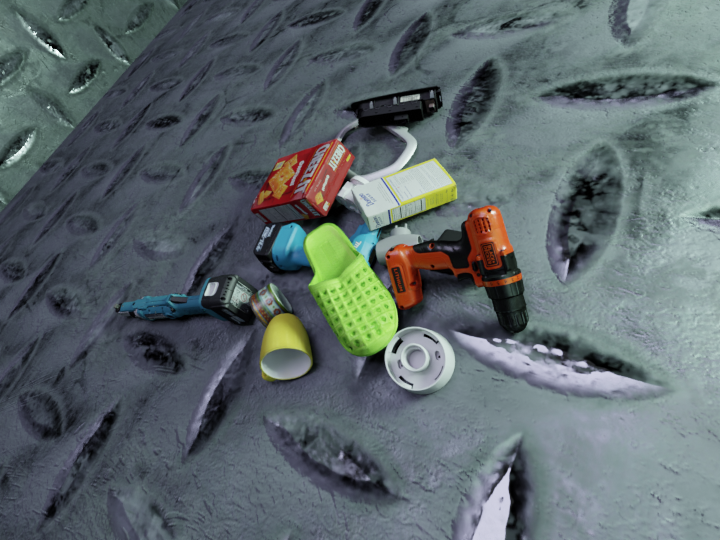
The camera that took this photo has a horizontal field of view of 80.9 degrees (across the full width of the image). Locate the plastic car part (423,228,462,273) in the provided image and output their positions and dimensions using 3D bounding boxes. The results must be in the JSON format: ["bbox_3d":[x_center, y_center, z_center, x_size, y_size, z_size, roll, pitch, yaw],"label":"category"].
[{"bbox_3d":[0.173,-0.035,0.692,0.122,0.063,0.071,10,49,32],"label":"plastic car part"}]

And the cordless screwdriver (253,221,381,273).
[{"bbox_3d":[-0.083,-0.054,0.847,0.261,0.070,0.160,9,62,31],"label":"cordless screwdriver"}]

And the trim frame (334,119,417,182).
[{"bbox_3d":[0.021,-0.283,0.974,0.184,0.026,0.263,-41,46,0],"label":"trim frame"}]

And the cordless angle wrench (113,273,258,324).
[{"bbox_3d":[-0.417,0.078,0.949,0.440,0.092,0.075,-7,55,32],"label":"cordless angle wrench"}]

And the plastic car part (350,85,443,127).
[{"bbox_3d":[0.077,-0.358,0.953,0.210,0.063,0.068,3,75,23],"label":"plastic car part"}]
